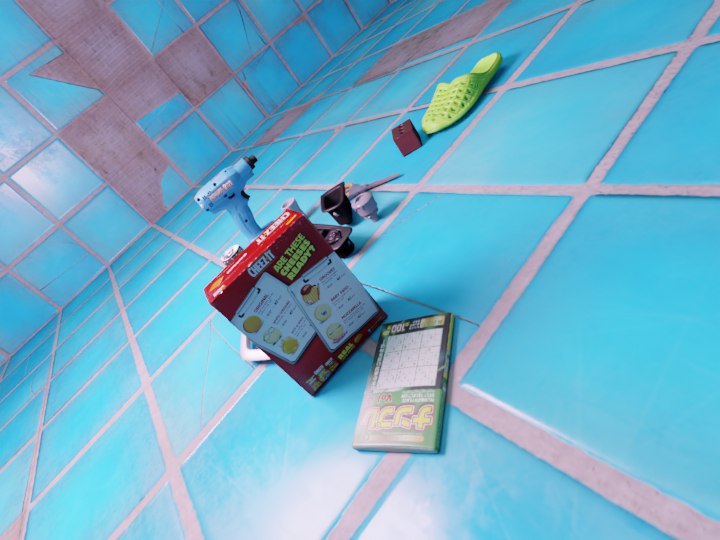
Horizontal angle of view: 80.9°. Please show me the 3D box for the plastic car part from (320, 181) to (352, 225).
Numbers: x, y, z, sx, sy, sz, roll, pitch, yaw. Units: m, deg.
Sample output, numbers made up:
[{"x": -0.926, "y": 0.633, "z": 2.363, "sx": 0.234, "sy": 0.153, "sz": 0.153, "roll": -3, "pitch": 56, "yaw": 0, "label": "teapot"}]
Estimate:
[{"x": -0.044, "y": -0.135, "z": 0.925, "sx": 0.067, "sy": 0.068, "sz": 0.120, "roll": -32, "pitch": 30, "yaw": 15, "label": "plastic car part"}]

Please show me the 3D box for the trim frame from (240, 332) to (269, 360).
[{"x": -0.125, "y": 0.085, "z": 0.767, "sx": 0.257, "sy": 0.026, "sz": 0.186, "roll": -18, "pitch": 37, "yaw": 33, "label": "trim frame"}]

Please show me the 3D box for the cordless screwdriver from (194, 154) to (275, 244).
[{"x": -0.233, "y": -0.128, "z": 0.958, "sx": 0.159, "sy": 0.238, "sz": 0.078, "roll": -42, "pitch": 27, "yaw": -4, "label": "cordless screwdriver"}]

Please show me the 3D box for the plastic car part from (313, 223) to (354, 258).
[{"x": -0.085, "y": -0.056, "z": 0.870, "sx": 0.213, "sy": 0.064, "sz": 0.066, "roll": 4, "pitch": 50, "yaw": 51, "label": "plastic car part"}]
